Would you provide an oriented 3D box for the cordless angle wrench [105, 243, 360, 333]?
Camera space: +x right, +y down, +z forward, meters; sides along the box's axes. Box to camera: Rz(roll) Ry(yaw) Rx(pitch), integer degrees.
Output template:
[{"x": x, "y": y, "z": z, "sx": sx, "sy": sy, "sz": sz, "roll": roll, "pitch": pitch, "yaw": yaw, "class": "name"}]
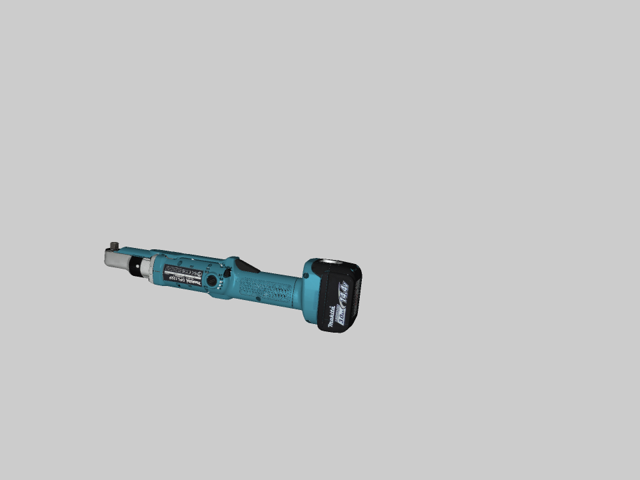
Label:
[{"x": -0.152, "y": 0.057, "z": 0.652, "sx": 0.423, "sy": 0.098, "sz": 0.074, "roll": 8, "pitch": 6, "yaw": 14, "class": "cordless angle wrench"}]
